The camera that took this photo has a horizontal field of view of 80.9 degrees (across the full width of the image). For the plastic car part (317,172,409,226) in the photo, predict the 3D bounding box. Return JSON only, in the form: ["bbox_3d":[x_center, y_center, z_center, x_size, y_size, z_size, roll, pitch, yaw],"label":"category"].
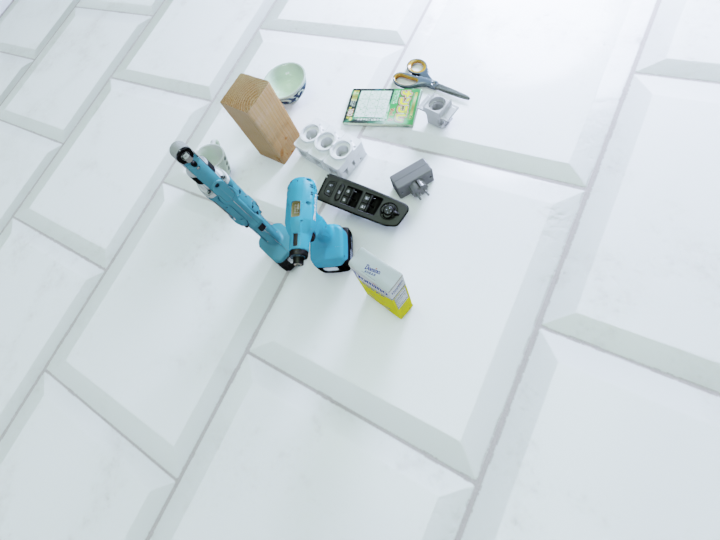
[{"bbox_3d":[0.007,-0.142,0.919,0.212,0.064,0.066,24,78,26],"label":"plastic car part"}]

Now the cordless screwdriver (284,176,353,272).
[{"bbox_3d":[-0.080,-0.052,0.814,0.076,0.238,0.162,-6,68,14],"label":"cordless screwdriver"}]

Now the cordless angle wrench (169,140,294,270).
[{"bbox_3d":[-0.218,-0.112,0.792,0.102,0.404,0.074,40,85,24],"label":"cordless angle wrench"}]
